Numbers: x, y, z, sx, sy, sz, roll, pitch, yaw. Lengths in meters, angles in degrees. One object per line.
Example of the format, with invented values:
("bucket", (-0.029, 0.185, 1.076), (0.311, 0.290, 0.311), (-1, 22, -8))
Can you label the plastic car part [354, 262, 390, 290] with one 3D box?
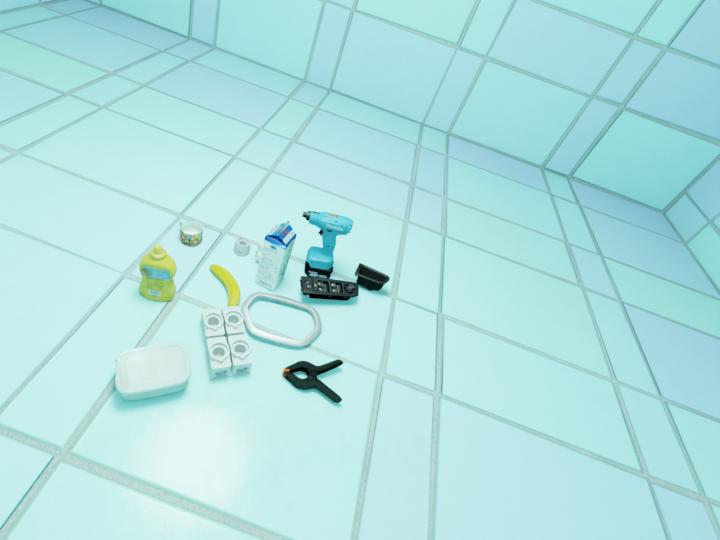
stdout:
("plastic car part", (0.033, 0.035, 1.442), (0.118, 0.070, 0.066), (25, 41, 5))

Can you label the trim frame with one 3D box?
("trim frame", (-0.233, 0.141, 1.256), (0.246, 0.027, 0.189), (14, 41, -7))

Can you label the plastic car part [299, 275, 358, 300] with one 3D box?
("plastic car part", (-0.101, 0.066, 1.359), (0.197, 0.066, 0.069), (3, 44, -19))

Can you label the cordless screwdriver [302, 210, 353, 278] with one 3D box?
("cordless screwdriver", (-0.135, -0.088, 1.378), (0.157, 0.246, 0.076), (15, 41, -9))
